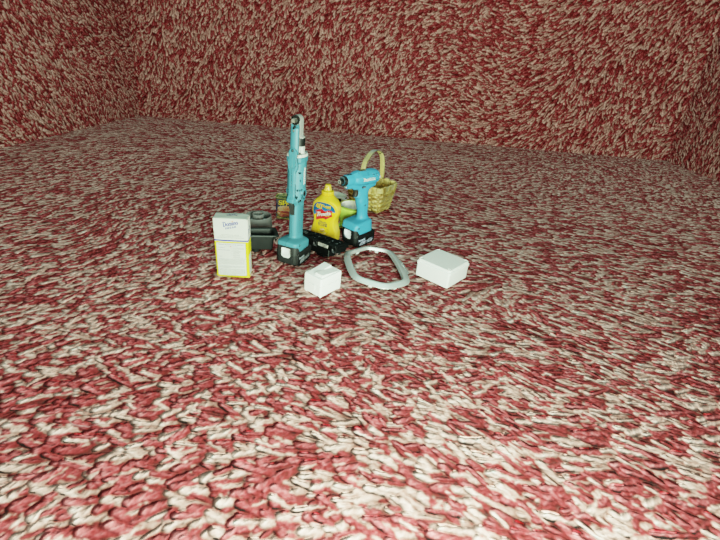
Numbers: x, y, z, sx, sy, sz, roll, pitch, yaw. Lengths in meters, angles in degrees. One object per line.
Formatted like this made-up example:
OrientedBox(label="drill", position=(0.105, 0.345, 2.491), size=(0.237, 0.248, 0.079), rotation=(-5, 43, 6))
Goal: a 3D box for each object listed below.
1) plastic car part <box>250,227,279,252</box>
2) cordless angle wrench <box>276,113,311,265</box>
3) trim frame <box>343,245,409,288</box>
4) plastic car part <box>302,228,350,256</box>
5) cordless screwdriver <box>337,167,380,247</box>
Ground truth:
OrientedBox(label="plastic car part", position=(-0.313, -0.091, 1.295), size=(0.114, 0.069, 0.069), rotation=(-4, 28, -16))
OrientedBox(label="cordless angle wrench", position=(-0.181, -0.219, 1.184), size=(0.077, 0.414, 0.096), rotation=(16, 27, 19))
OrientedBox(label="trim frame", position=(0.047, -0.011, 1.229), size=(0.181, 0.027, 0.258), rotation=(-2, 28, -11))
OrientedBox(label="plastic car part", position=(-0.128, -0.084, 1.307), size=(0.214, 0.065, 0.064), rotation=(26, 33, 36))
OrientedBox(label="cordless screwdriver", position=(-0.017, -0.197, 1.347), size=(0.153, 0.243, 0.079), rotation=(-18, 35, -40))
